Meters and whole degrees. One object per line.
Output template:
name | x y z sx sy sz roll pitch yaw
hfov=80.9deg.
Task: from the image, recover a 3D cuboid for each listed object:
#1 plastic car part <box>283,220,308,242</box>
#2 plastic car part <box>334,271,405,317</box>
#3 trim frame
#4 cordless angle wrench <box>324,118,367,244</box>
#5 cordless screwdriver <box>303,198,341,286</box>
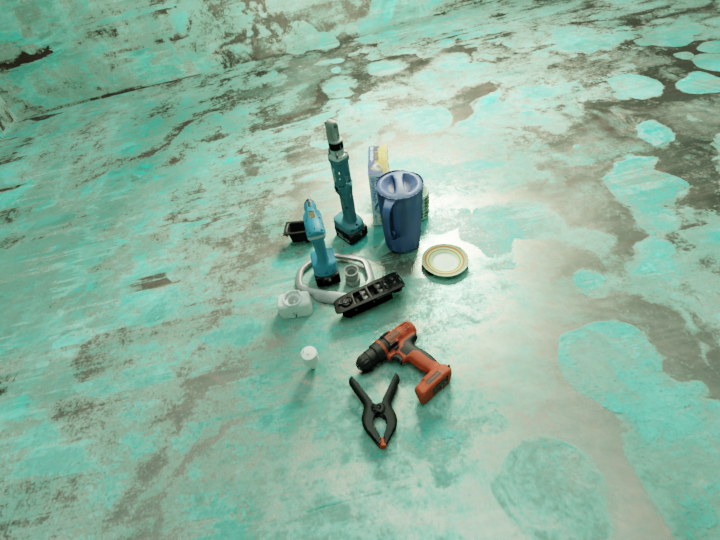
plastic car part | -0.189 -0.123 1.401 0.119 0.068 0.068 -3 47 10
plastic car part | 0.022 0.075 1.171 0.201 0.064 0.070 -21 47 -7
trim frame | -0.079 0.019 1.273 0.257 0.026 0.186 8 50 20
cordless angle wrench | -0.052 -0.255 1.257 0.073 0.405 0.103 -36 52 -23
cordless screwdriver | -0.120 -0.078 1.226 0.074 0.238 0.166 -14 47 -3
